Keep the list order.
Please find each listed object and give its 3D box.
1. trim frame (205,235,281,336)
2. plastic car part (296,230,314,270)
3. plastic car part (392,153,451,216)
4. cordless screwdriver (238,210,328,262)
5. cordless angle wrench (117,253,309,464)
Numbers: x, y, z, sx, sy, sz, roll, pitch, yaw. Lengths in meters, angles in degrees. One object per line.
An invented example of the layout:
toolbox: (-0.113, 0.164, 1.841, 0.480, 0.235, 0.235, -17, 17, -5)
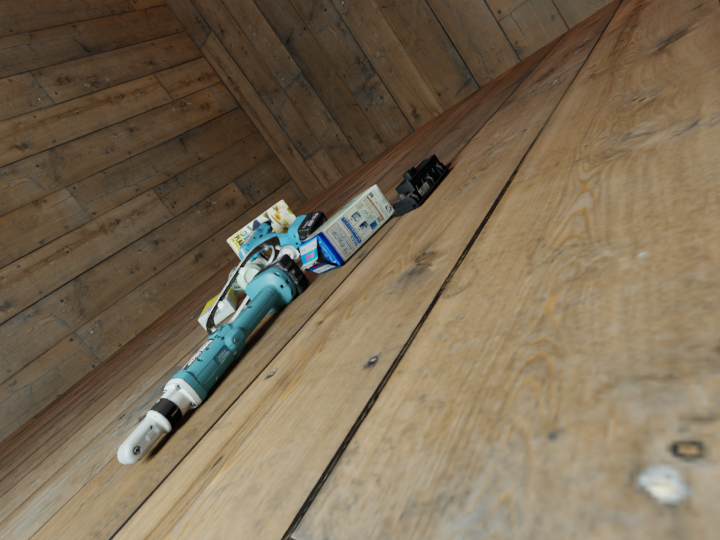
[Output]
trim frame: (-0.235, 0.036, 0.867, 0.248, 0.028, 0.180, -60, -7, -2)
plastic car part: (-0.093, -0.061, 0.951, 0.115, 0.070, 0.068, -37, 10, -17)
plastic car part: (0.123, -0.186, 0.878, 0.068, 0.067, 0.200, -34, 8, 49)
cordless screwdriver: (-0.196, -0.100, 1.130, 0.258, 0.071, 0.160, -9, 36, 27)
cordless angle wrench: (-0.215, 0.117, 0.674, 0.100, 0.072, 0.422, -28, 19, 34)
